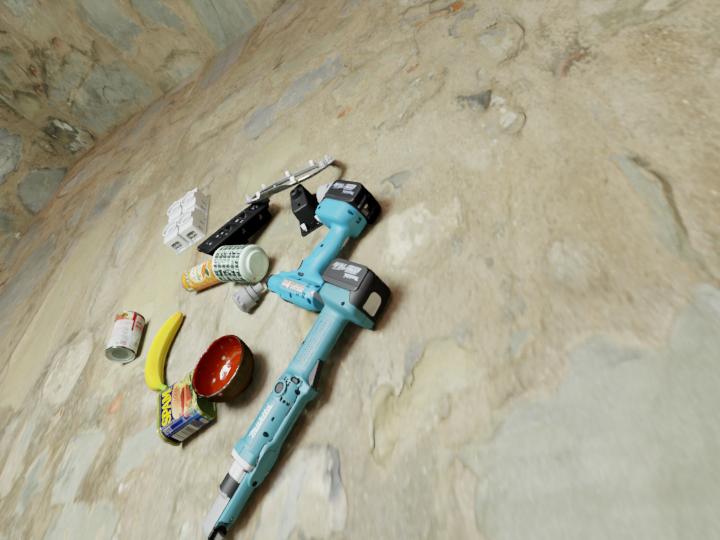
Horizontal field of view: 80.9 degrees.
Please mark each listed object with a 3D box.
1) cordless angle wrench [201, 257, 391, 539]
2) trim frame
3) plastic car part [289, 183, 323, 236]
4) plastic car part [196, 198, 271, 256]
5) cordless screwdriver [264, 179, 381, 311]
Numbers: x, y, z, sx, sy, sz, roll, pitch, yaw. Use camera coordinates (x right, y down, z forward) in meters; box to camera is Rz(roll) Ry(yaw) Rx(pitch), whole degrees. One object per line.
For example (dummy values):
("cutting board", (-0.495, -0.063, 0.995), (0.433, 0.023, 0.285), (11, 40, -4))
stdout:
("cordless angle wrench", (-0.100, 0.179, 0.616), (0.103, 0.070, 0.423), (16, 69, 46))
("trim frame", (-0.169, -0.213, 0.985), (0.256, 0.027, 0.184), (-15, 25, 27))
("plastic car part", (-0.123, -0.142, 0.903), (0.067, 0.067, 0.122), (-32, 44, 12))
("plastic car part", (-0.274, -0.094, 0.971), (0.069, 0.064, 0.202), (5, 49, 52))
("cordless screwdriver", (-0.077, -0.051, 0.790), (0.168, 0.070, 0.249), (13, 68, 44))
